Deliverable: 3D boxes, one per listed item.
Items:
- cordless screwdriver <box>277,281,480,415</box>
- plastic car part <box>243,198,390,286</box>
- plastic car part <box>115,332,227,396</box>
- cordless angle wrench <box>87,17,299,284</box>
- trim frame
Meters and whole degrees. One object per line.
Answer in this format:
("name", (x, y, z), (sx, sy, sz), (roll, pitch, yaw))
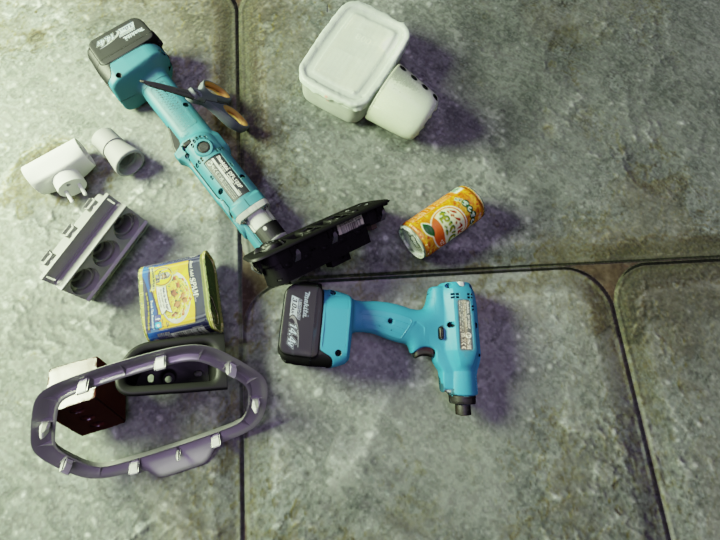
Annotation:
("cordless screwdriver", (0.024, 0.092, 0.515), (0.246, 0.074, 0.162), (2, 75, -6))
("plastic car part", (-0.051, -0.034, 0.527), (0.197, 0.070, 0.065), (-23, 112, -32))
("plastic car part", (-0.219, 0.119, 0.497), (0.113, 0.070, 0.068), (-3, 62, -18))
("cordless angle wrench", (-0.211, -0.156, 0.576), (0.097, 0.074, 0.430), (-37, 82, -12))
("trim frame", (-0.221, 0.161, 0.455), (0.246, 0.177, 0.029), (-16, 37, -9))
